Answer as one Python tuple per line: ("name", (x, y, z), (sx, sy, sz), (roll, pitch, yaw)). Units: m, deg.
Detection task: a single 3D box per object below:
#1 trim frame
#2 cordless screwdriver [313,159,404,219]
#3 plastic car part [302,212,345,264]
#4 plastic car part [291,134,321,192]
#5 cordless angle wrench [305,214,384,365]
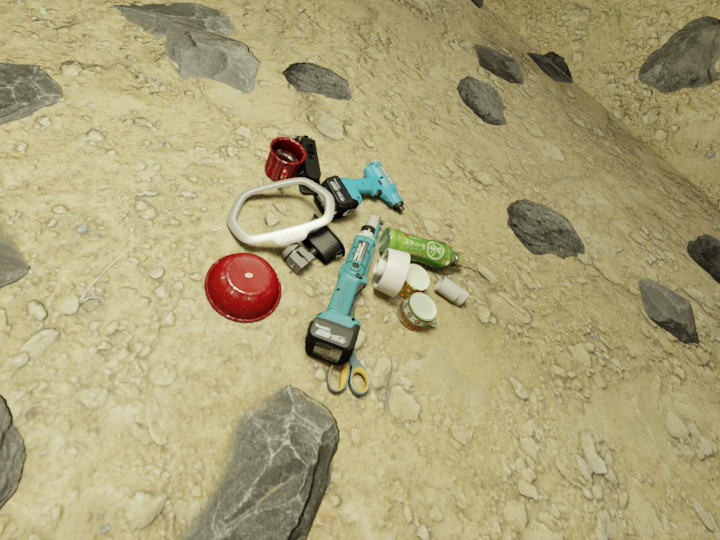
("trim frame", (-0.180, -0.136, 0.962), (0.245, 0.027, 0.193), (-16, 55, -11))
("cordless screwdriver", (0.008, -0.194, 1.108), (0.241, 0.075, 0.162), (-28, 80, -41))
("plastic car part", (-0.096, -0.063, 0.980), (0.070, 0.066, 0.119), (-37, 80, -24))
("plastic car part", (-0.136, -0.291, 1.123), (0.063, 0.068, 0.210), (9, 56, -30))
("cordless angle wrench", (-0.015, 0.008, 0.951), (0.099, 0.073, 0.427), (17, 47, 2))
